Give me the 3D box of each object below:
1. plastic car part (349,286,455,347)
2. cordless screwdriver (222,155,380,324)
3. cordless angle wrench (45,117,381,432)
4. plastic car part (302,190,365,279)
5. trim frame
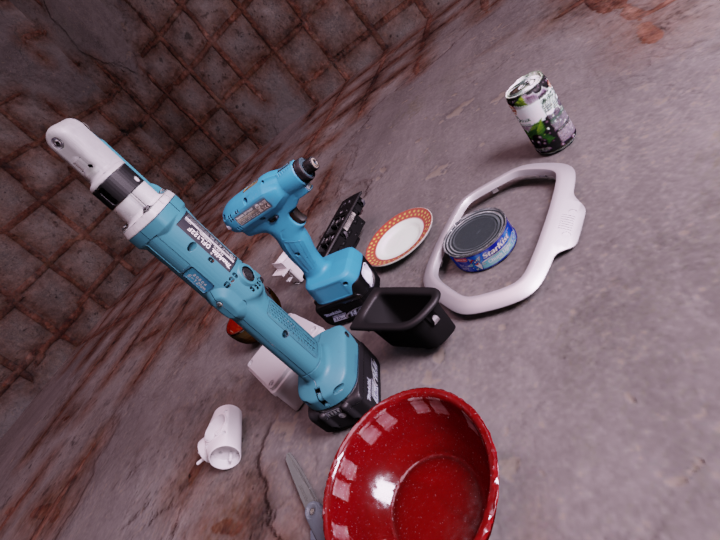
[{"bbox_3d":[0.056,0.061,0.486,0.121,0.068,0.066,-4,45,52],"label":"plastic car part"},{"bbox_3d":[-0.058,-0.038,0.595,0.163,0.239,0.075,-27,27,32],"label":"cordless screwdriver"},{"bbox_3d":[-0.132,0.016,0.434,0.076,0.406,0.100,-33,25,23],"label":"cordless angle wrench"},{"bbox_3d":[-0.042,-0.053,0.786,0.069,0.064,0.203,-10,42,50],"label":"plastic car part"},{"bbox_3d":[0.173,-0.046,0.527,0.192,0.026,0.248,-7,44,49],"label":"trim frame"}]
